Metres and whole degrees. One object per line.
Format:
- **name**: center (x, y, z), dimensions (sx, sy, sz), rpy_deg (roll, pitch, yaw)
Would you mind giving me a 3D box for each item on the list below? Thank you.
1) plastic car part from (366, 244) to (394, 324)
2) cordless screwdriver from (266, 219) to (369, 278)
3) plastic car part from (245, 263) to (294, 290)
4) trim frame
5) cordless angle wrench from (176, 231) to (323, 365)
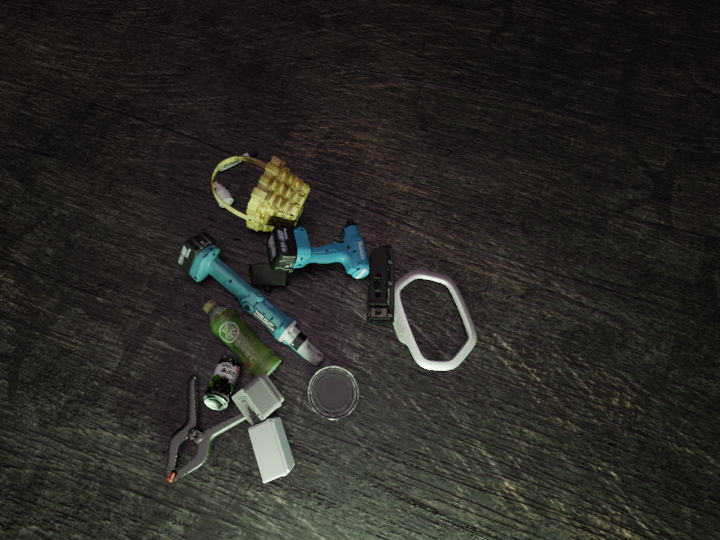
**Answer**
- **plastic car part**: center (0.045, 0.025, 1.034), dimensions (0.068, 0.063, 0.207), rpy_deg (-6, 64, 22)
- **cordless screwdriver**: center (-0.101, -0.066, 1.030), dimensions (0.240, 0.074, 0.165), rpy_deg (4, 57, -24)
- **plastic car part**: center (-0.223, 0.016, 1.047), dimensions (0.117, 0.065, 0.071), rpy_deg (-4, 85, 2)
- **trim frame**: center (0.171, 0.114, 1.020), dimensions (0.182, 0.027, 0.255), rpy_deg (-17, 72, -7)
- **cordless angle wrench**: center (-0.255, 0.075, 1.004), dimensions (0.430, 0.098, 0.073), rpy_deg (39, 35, 8)
